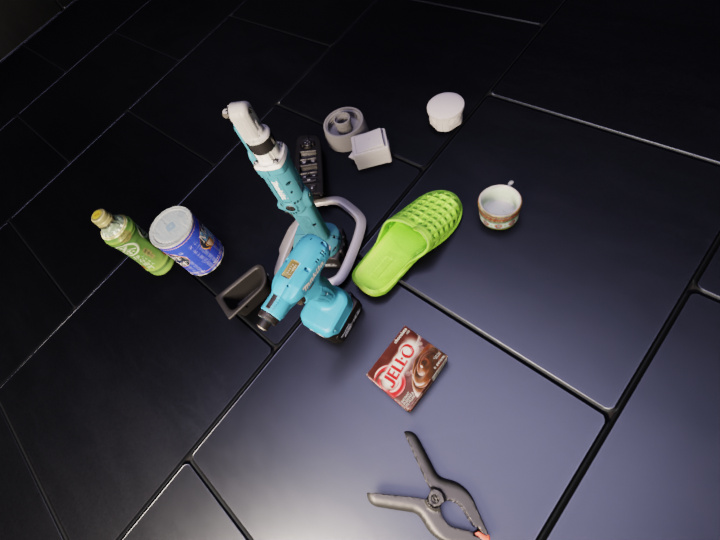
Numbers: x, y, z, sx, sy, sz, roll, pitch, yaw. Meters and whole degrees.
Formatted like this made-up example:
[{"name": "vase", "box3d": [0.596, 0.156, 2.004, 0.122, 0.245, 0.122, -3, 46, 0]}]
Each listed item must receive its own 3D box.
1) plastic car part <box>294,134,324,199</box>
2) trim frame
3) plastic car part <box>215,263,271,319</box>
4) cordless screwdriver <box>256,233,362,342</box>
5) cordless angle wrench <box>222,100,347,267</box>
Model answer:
[{"name": "plastic car part", "box3d": [-0.116, -0.237, 0.989, 0.067, 0.064, 0.209, -12, 60, 10]}, {"name": "trim frame", "box3d": [-0.089, -0.058, 0.906, 0.191, 0.026, 0.251, 10, 66, 23]}, {"name": "plastic car part", "box3d": [-0.226, 0.049, 0.868, 0.116, 0.068, 0.069, -40, 59, -6]}, {"name": "cordless screwdriver", "box3d": [-0.083, 0.061, 0.715, 0.078, 0.237, 0.159, 24, 72, 24]}, {"name": "cordless angle wrench", "box3d": [-0.117, -0.128, 0.730, 0.101, 0.404, 0.076, 2, 64, 16]}]
